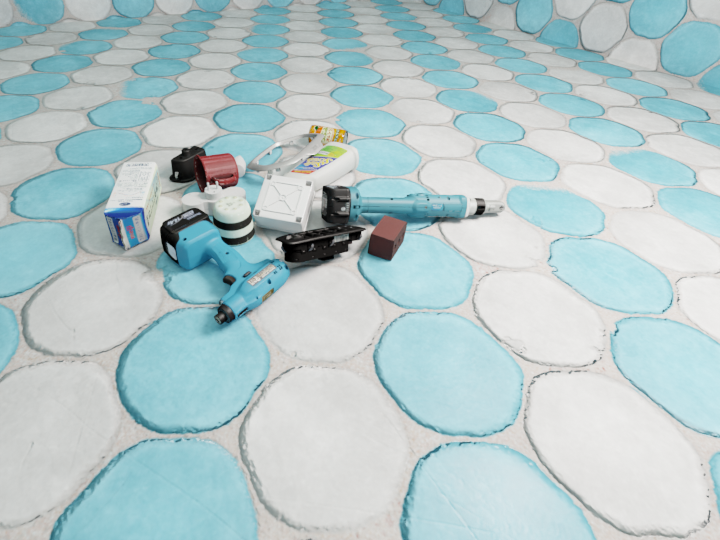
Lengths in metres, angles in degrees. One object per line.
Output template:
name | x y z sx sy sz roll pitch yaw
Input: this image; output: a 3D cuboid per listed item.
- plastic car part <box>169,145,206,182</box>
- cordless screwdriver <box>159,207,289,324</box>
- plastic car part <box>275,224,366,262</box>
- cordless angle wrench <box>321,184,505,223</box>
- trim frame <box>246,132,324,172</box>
plastic car part | -0.425 -0.272 1.054 0.068 0.069 0.115 21 41 18
cordless screwdriver | -0.269 -0.010 0.766 0.259 0.072 0.157 30 47 21
plastic car part | -0.079 -0.052 0.809 0.070 0.066 0.194 22 21 37
cordless angle wrench | 0.127 -0.145 0.938 0.415 0.073 0.101 -1 15 -11
trim frame | -0.190 -0.307 1.098 0.191 0.026 0.248 -2 33 25
